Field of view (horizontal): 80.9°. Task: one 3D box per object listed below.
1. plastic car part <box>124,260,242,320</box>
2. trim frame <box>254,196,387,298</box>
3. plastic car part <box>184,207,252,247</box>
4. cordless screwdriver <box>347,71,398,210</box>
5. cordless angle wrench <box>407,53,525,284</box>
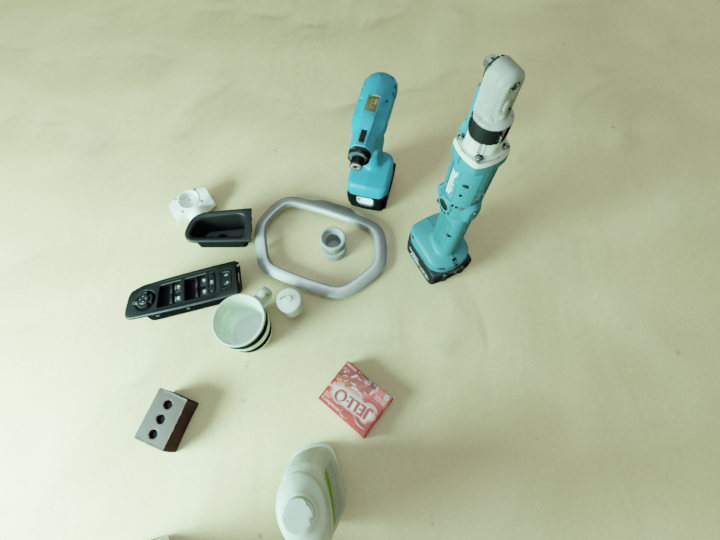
[{"bbox_3d":[-0.297,0.042,0.722,0.203,0.065,0.068,-13,67,0],"label":"plastic car part"},{"bbox_3d":[-0.074,-0.049,0.762,0.255,0.027,0.185,17,69,13],"label":"trim frame"},{"bbox_3d":[-0.248,-0.066,0.764,0.117,0.069,0.068,-4,67,2],"label":"plastic car part"},{"bbox_3d":[0.014,-0.176,0.692,0.076,0.242,0.161,14,68,6],"label":"cordless screwdriver"},{"bbox_3d":[0.130,-0.098,0.553,0.074,0.411,0.101,-25,70,-9],"label":"cordless angle wrench"}]
